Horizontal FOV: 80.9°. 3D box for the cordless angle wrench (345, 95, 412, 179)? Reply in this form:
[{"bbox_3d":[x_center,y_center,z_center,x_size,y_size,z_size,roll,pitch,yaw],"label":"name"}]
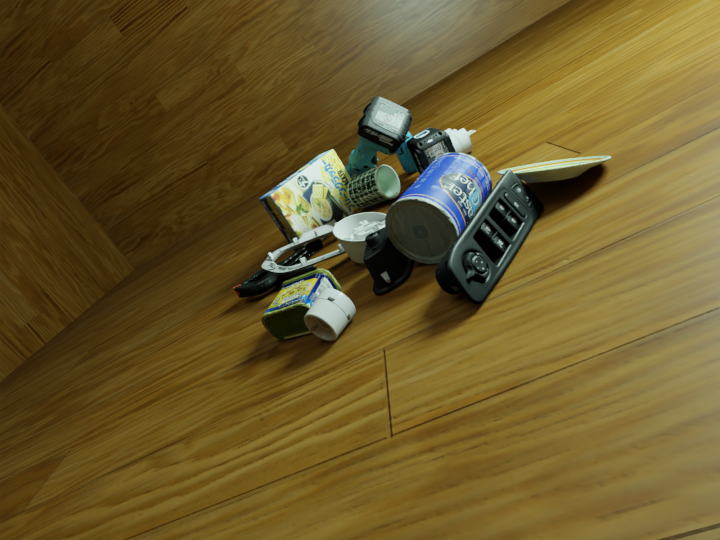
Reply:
[{"bbox_3d":[0.004,-0.265,1.022,0.075,0.097,0.426,-67,9,-13],"label":"cordless angle wrench"}]

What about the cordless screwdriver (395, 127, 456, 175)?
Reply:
[{"bbox_3d":[0.120,-0.285,0.944,0.074,0.154,0.256,-29,21,0],"label":"cordless screwdriver"}]

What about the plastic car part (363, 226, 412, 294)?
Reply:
[{"bbox_3d":[0.034,-0.026,0.618,0.067,0.069,0.117,-26,17,23],"label":"plastic car part"}]

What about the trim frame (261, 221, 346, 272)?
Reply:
[{"bbox_3d":[-0.083,-0.054,0.849,0.249,0.027,0.189,-22,21,1],"label":"trim frame"}]

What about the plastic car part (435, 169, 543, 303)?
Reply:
[{"bbox_3d":[0.144,-0.039,0.498,0.069,0.065,0.201,-26,18,50],"label":"plastic car part"}]
